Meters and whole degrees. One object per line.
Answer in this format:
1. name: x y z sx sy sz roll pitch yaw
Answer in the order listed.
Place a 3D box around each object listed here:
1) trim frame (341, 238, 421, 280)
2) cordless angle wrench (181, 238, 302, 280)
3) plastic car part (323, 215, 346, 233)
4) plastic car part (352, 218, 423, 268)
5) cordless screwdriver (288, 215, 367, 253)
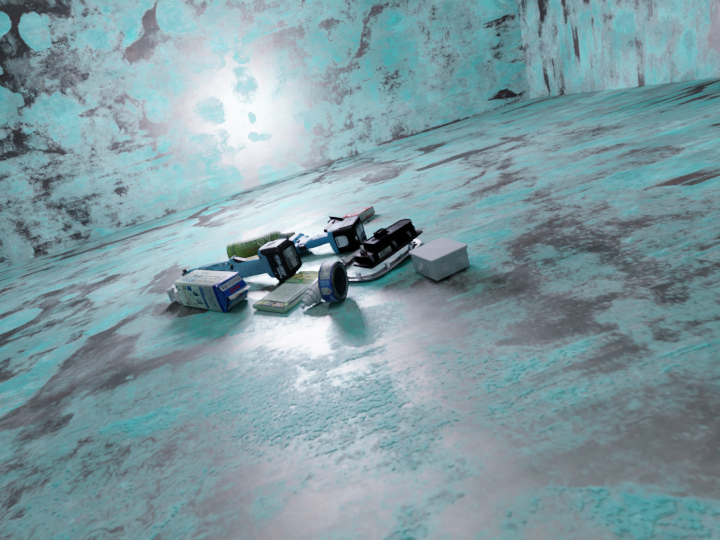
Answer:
1. trim frame: 0.041 -0.035 1.032 0.194 0.027 0.242 6 30 43
2. cordless angle wrench: -0.360 -0.004 1.193 0.440 0.095 0.073 -8 20 32
3. plastic car part: -0.069 -0.120 1.287 0.070 0.063 0.123 -43 33 -22
4. plastic car part: 0.064 -0.072 1.003 0.197 0.066 0.069 -28 16 -33
5. cordless screwdriver: -0.117 -0.076 1.192 0.258 0.072 0.158 -10 22 28
